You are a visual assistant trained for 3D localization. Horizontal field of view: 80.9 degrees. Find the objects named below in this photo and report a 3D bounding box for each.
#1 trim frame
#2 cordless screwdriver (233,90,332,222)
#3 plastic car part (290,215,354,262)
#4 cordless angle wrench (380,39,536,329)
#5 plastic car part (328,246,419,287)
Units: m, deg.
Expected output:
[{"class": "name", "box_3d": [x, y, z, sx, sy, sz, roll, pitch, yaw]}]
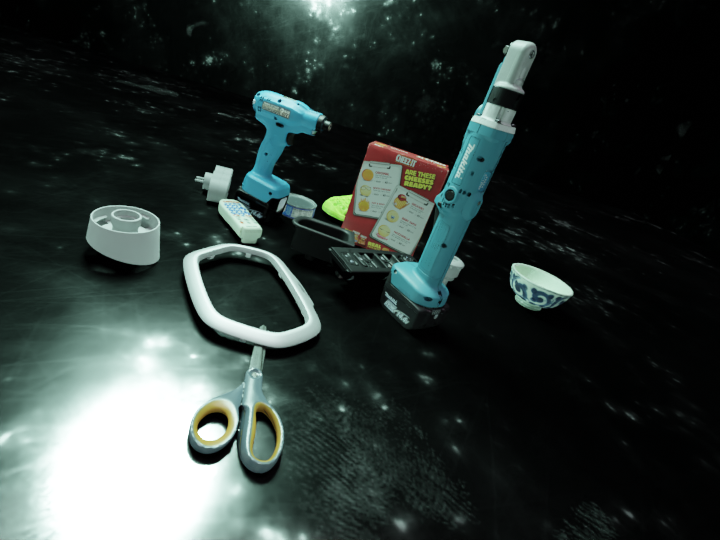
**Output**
[{"class": "trim frame", "box_3d": [-0.155, 0.027, 0.607, 0.176, 0.027, 0.263, 1, 30, -33]}, {"class": "cordless screwdriver", "box_3d": [-0.160, -0.216, 0.848, 0.164, 0.246, 0.073, 25, 24, 13]}, {"class": "plastic car part", "box_3d": [-0.075, -0.049, 0.767, 0.116, 0.070, 0.067, 16, 24, -4]}, {"class": "cordless angle wrench", "box_3d": [0.145, -0.106, 0.613, 0.071, 0.418, 0.104, 0, 30, -38]}, {"class": "plastic car part", "box_3d": [0.031, 0.001, 0.736, 0.194, 0.066, 0.070, -4, 32, -39]}]
